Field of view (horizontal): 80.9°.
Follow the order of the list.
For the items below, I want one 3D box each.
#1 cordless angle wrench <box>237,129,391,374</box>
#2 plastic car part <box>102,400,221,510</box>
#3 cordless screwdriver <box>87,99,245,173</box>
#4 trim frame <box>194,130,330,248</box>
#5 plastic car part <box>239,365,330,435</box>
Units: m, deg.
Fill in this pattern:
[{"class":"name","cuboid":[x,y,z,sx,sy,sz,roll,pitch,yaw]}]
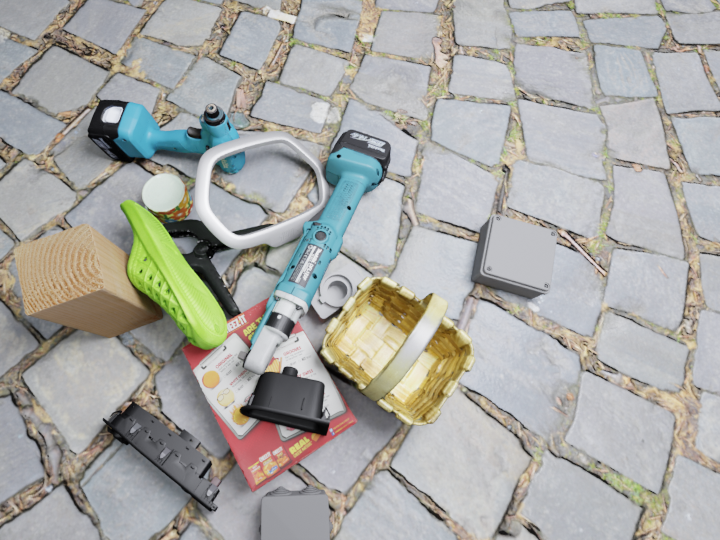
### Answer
[{"class":"cordless angle wrench","cuboid":[-0.063,-0.041,0.642,0.099,0.073,0.426,20,62,7]},{"class":"plastic car part","cuboid":[-0.270,0.249,0.587,0.206,0.065,0.067,29,63,8]},{"class":"cordless screwdriver","cuboid":[-0.323,-0.233,0.702,0.251,0.156,0.075,10,73,3]},{"class":"trim frame","cuboid":[-0.153,-0.131,0.688,0.242,0.028,0.183,-29,94,-36]},{"class":"plastic car part","cuboid":[-0.092,0.163,0.550,0.118,0.064,0.072,14,54,5]}]
